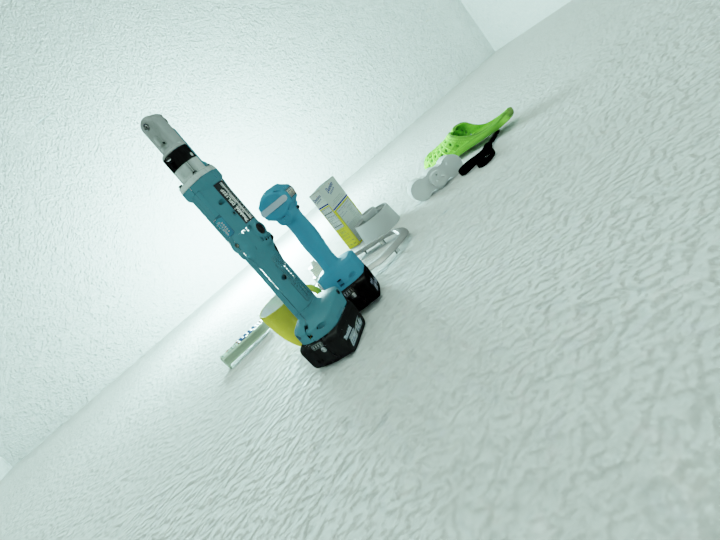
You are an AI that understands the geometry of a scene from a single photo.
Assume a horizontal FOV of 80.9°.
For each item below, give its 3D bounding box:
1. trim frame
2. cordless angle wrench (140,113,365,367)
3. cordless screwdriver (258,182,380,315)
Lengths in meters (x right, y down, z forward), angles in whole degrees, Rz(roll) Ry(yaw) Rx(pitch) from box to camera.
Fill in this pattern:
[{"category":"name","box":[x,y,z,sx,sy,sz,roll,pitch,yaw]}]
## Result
[{"category":"trim frame","box":[-0.003,-0.014,0.881,0.253,0.027,0.185,-33,17,24]},{"category":"cordless angle wrench","box":[-0.156,-0.046,0.596,0.076,0.415,0.098,-34,11,29]},{"category":"cordless screwdriver","box":[-0.070,-0.046,0.719,0.075,0.244,0.161,-38,11,11]}]
